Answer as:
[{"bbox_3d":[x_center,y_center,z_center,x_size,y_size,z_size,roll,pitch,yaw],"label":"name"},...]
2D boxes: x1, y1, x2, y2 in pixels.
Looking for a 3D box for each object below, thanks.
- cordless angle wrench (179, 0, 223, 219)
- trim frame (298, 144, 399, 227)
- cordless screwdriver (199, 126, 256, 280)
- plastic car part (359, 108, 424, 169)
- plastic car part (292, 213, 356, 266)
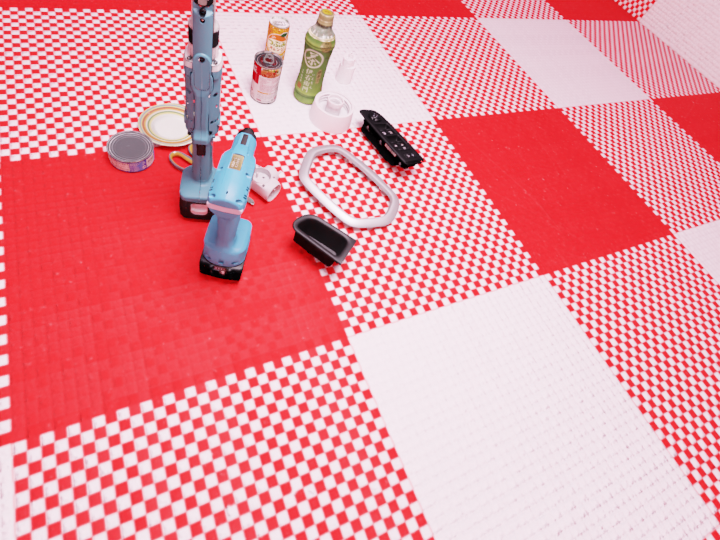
[{"bbox_3d":[-0.246,-0.236,0.659,0.072,0.421,0.101,5,59,-18],"label":"cordless angle wrench"},{"bbox_3d":[-0.025,-0.187,0.931,0.255,0.027,0.181,42,56,13],"label":"trim frame"},{"bbox_3d":[-0.207,-0.099,0.686,0.073,0.247,0.163,13,56,-13],"label":"cordless screwdriver"},{"bbox_3d":[0.063,-0.311,1.014,0.064,0.066,0.210,-21,65,-28],"label":"plastic car part"},{"bbox_3d":[-0.078,-0.051,0.799,0.118,0.070,0.066,33,54,5],"label":"plastic car part"}]
